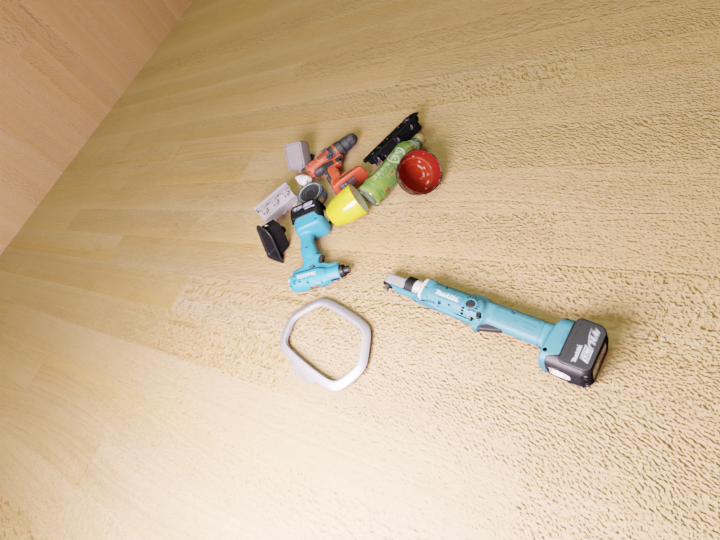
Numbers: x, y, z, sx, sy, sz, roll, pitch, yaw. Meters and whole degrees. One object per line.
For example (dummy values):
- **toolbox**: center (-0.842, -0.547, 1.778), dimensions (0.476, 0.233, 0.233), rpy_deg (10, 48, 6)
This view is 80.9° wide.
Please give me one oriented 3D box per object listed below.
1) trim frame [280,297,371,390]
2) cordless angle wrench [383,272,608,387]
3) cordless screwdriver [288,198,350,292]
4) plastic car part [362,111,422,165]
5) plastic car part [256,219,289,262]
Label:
- **trim frame**: center (-0.083, 0.162, 0.953), dimensions (0.263, 0.026, 0.184), rpy_deg (27, 74, 38)
- **cordless angle wrench**: center (0.217, 0.078, 0.806), dimensions (0.447, 0.070, 0.098), rpy_deg (21, 71, 41)
- **cordless screwdriver**: center (-0.107, -0.070, 1.096), dimensions (0.163, 0.070, 0.256), rpy_deg (-17, 56, 20)
- **plastic car part**: center (0.100, -0.357, 1.165), dimensions (0.202, 0.066, 0.068), rpy_deg (-50, 13, -8)
- **plastic car part**: center (-0.233, -0.090, 1.166), dimensions (0.070, 0.112, 0.070), rpy_deg (18, 45, 37)
